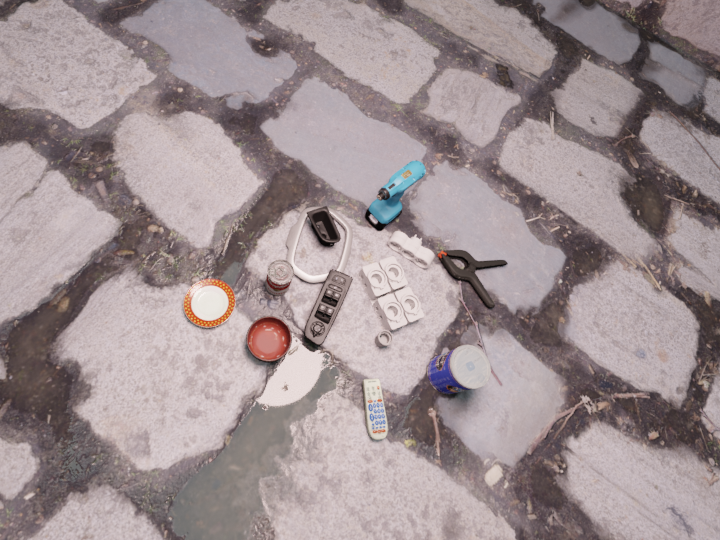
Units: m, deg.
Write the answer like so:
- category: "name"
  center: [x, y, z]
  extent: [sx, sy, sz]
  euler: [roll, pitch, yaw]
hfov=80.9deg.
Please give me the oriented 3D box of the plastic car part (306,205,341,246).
- category: "plastic car part"
  center: [-0.106, -0.113, 1.202]
  extent: [0.064, 0.070, 0.120]
  euler: [-20, 72, -20]

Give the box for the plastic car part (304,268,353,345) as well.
- category: "plastic car part"
  center: [-0.091, 0.100, 1.111]
  extent: [0.066, 0.067, 0.204]
  euler: [24, 64, -3]

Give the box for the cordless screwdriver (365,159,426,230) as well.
- category: "cordless screwdriver"
  center: [0.076, -0.192, 1.175]
  extent: [0.157, 0.248, 0.076]
  euler: [-39, 83, -25]

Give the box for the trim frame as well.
- category: "trim frame"
  center: [-0.118, -0.077, 1.208]
  extent: [0.183, 0.027, 0.252]
  euler: [15, 64, -4]
